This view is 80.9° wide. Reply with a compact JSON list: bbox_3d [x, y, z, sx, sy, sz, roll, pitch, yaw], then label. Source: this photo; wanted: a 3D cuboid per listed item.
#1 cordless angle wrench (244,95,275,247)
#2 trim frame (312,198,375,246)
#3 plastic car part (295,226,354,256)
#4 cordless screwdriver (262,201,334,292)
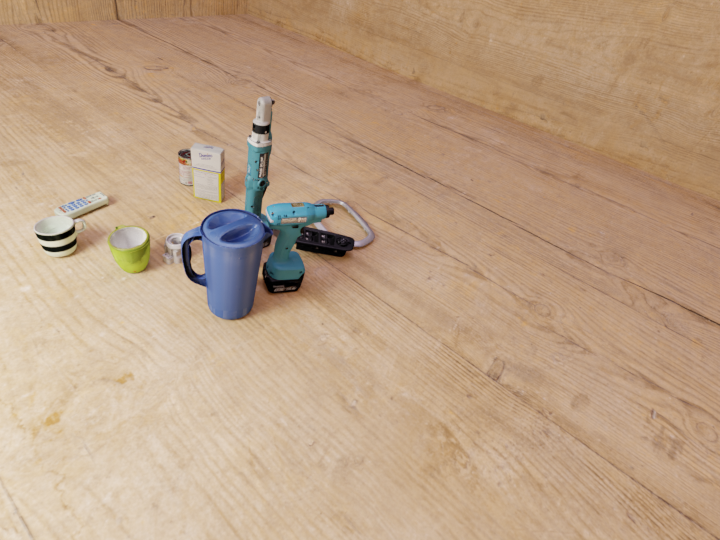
[{"bbox_3d":[-0.262,-0.233,1.075,0.095,0.415,0.078,-23,53,-38],"label":"cordless angle wrench"},{"bbox_3d":[-0.062,-0.153,1.333,0.178,0.027,0.262,-16,47,-30],"label":"trim frame"},{"bbox_3d":[-0.117,-0.077,1.199,0.201,0.066,0.068,7,40,-6],"label":"plastic car part"},{"bbox_3d":[-0.157,-0.059,1.028,0.154,0.244,0.078,-5,44,-23],"label":"cordless screwdriver"}]
